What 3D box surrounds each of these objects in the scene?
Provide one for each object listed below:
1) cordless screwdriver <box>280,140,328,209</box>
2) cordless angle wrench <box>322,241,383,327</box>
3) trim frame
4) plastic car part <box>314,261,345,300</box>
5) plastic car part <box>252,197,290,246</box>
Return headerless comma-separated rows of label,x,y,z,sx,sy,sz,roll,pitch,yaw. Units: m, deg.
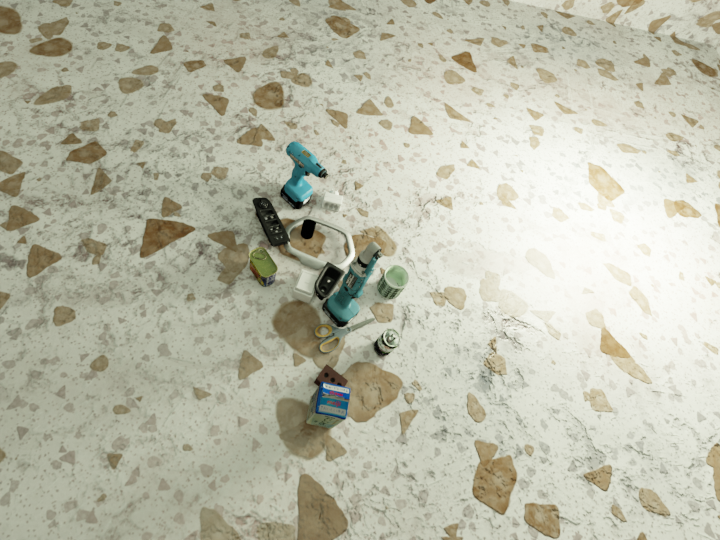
cordless screwdriver,-0.184,-0.293,1.388,0.163,0.246,0.073,43,61,10
cordless angle wrench,-0.019,0.036,1.130,0.073,0.419,0.100,-36,77,-28
trim frame,-0.138,-0.090,1.408,0.250,0.027,0.186,21,59,2
plastic car part,-0.107,0.043,1.313,0.067,0.070,0.116,29,60,4
plastic car part,-0.299,-0.157,1.395,0.065,0.066,0.210,-19,66,-21
